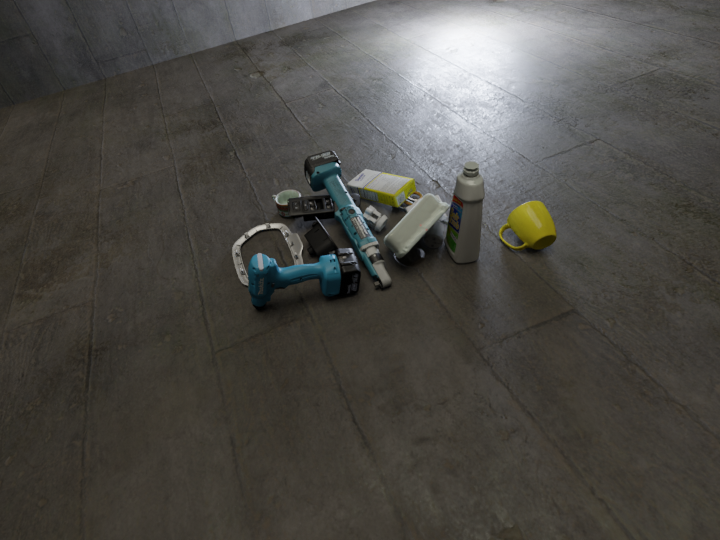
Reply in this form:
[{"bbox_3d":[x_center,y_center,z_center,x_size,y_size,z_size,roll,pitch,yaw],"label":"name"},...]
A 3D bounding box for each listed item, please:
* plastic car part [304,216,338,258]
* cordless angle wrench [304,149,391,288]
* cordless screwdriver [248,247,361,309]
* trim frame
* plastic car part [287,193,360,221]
[{"bbox_3d":[-0.107,-0.070,1.091,0.071,0.062,0.123,-32,50,0],"label":"plastic car part"},{"bbox_3d":[-0.027,-0.135,1.078,0.096,0.072,0.442,-20,60,-14],"label":"cordless angle wrench"},{"bbox_3d":[-0.131,0.027,0.964,0.244,0.155,0.078,-3,47,-14],"label":"cordless screwdriver"},{"bbox_3d":[-0.244,-0.047,1.115,0.182,0.026,0.261,-20,44,-9],"label":"trim frame"},{"bbox_3d":[-0.098,-0.170,1.172,0.202,0.064,0.069,-9,48,-2],"label":"plastic car part"}]
